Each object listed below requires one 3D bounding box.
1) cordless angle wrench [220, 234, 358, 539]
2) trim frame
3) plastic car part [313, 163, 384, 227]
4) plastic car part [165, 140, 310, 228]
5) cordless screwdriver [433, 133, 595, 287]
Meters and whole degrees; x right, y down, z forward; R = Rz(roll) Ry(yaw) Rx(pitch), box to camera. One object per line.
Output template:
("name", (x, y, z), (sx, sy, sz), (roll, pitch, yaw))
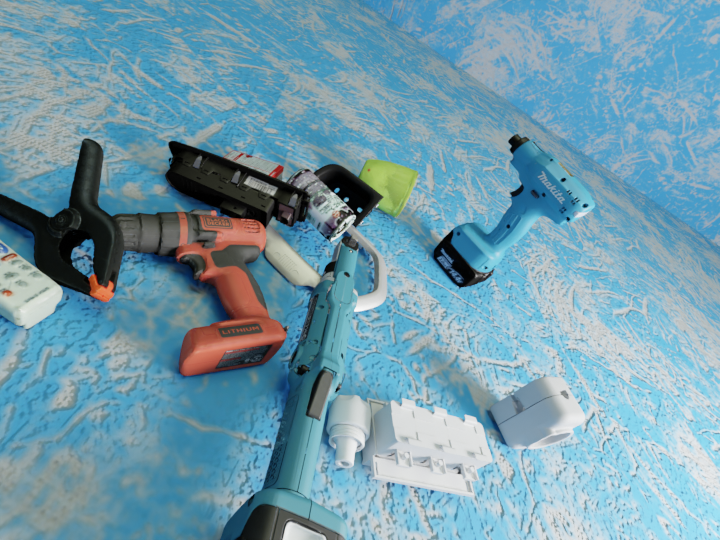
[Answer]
("cordless angle wrench", (-0.042, 0.097, 0.418), (0.073, 0.098, 0.431), (28, 36, -14))
("trim frame", (-0.060, -0.039, 0.616), (0.253, 0.028, 0.180), (43, 36, 8))
("plastic car part", (-0.024, -0.124, 0.706), (0.121, 0.066, 0.068), (42, -2, 18))
("plastic car part", (-0.171, -0.104, 0.557), (0.205, 0.065, 0.067), (27, 66, 6))
("cordless screwdriver", (0.227, -0.091, 0.705), (0.071, 0.251, 0.165), (-10, 63, -46))
